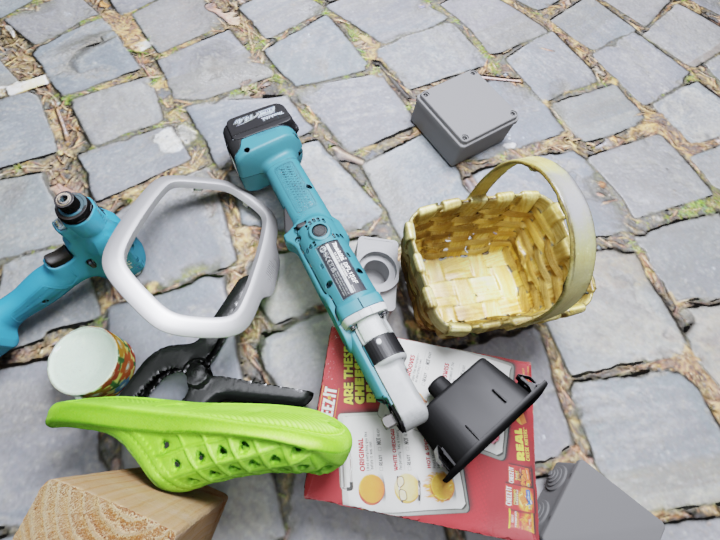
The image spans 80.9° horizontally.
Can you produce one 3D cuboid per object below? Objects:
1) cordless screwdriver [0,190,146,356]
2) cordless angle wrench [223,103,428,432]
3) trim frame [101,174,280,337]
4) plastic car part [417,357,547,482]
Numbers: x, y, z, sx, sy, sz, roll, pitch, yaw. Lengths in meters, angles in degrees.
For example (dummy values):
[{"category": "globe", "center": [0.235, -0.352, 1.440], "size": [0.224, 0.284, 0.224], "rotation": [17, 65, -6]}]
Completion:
[{"category": "cordless screwdriver", "center": [-0.359, 0.018, 0.438], "size": [0.246, 0.156, 0.076], "rotation": [-37, 77, -16]}, {"category": "cordless angle wrench", "center": [-0.047, -0.030, 0.477], "size": [0.097, 0.072, 0.443], "rotation": [-24, 59, -11]}, {"category": "trim frame", "center": [-0.178, -0.028, 0.486], "size": [0.179, 0.027, 0.255], "rotation": [20, 39, -16]}, {"category": "plastic car part", "center": [0.099, 0.126, 0.390], "size": [0.115, 0.063, 0.075], "rotation": [-32, 55, -14]}]
